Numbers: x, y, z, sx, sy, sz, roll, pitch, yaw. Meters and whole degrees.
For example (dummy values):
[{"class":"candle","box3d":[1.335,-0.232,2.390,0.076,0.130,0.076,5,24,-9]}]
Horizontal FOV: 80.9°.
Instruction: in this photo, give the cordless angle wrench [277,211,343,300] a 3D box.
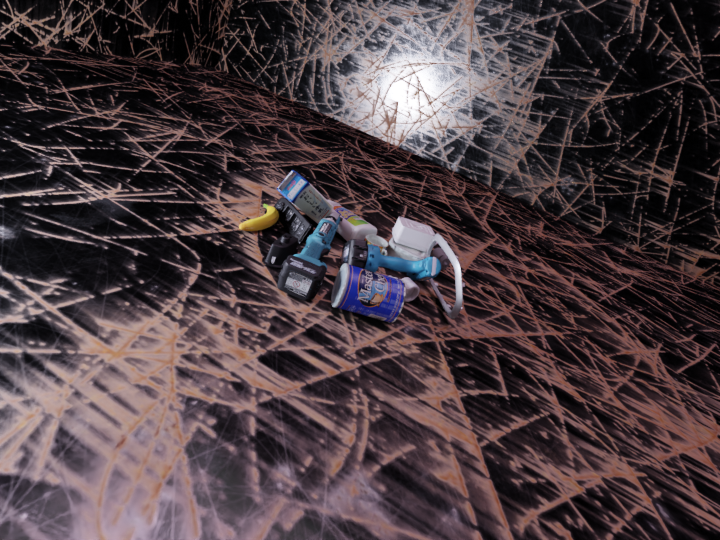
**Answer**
[{"class":"cordless angle wrench","box3d":[-0.108,-0.071,1.109,0.098,0.073,0.426,21,29,-2]}]

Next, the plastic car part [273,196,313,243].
[{"class":"plastic car part","box3d":[-0.192,-0.151,1.240,0.063,0.066,0.215,10,26,-45]}]

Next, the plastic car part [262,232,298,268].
[{"class":"plastic car part","box3d":[-0.191,-0.056,1.052,0.067,0.070,0.115,26,23,9]}]

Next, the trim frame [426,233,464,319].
[{"class":"trim frame","box3d":[0.217,0.013,1.099,0.027,0.179,0.259,-3,32,-12]}]

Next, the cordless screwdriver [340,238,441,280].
[{"class":"cordless screwdriver","box3d":[0.071,-0.015,1.131,0.245,0.075,0.160,10,-13,-9]}]
